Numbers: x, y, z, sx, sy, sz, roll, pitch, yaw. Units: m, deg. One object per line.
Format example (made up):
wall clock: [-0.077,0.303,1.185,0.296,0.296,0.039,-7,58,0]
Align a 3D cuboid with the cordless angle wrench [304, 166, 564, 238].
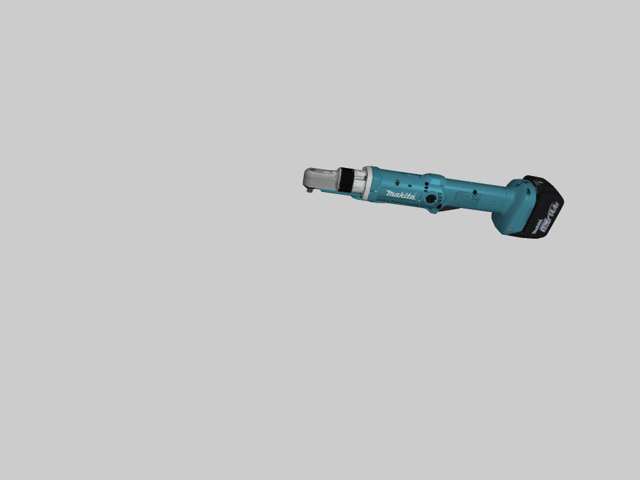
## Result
cordless angle wrench: [0.182,-0.080,0.715,0.423,0.098,0.074,7,34,-5]
